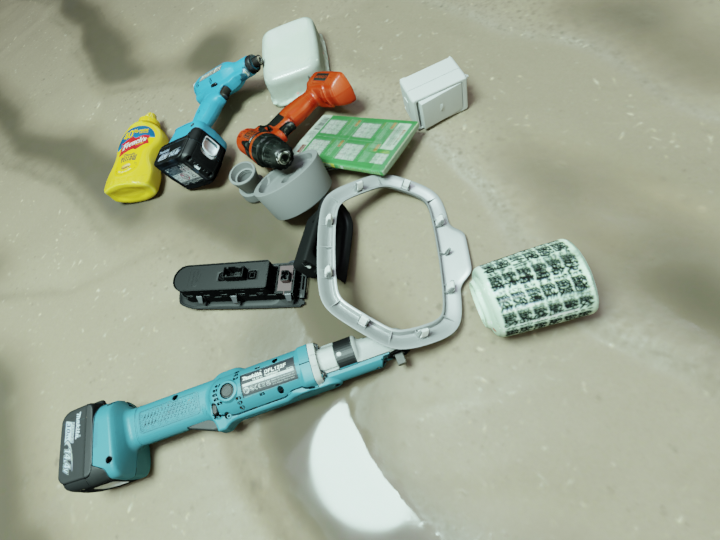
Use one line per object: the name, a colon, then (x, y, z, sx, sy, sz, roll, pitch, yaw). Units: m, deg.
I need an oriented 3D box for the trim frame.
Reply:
trim frame: (0.039, -0.026, 0.516, 0.183, 0.027, 0.256, 3, 56, -5)

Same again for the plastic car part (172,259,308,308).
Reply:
plastic car part: (-0.177, 0.018, 0.586, 0.209, 0.064, 0.067, -5, 70, 20)

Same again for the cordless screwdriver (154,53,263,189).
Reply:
cordless screwdriver: (-0.253, -0.268, 0.734, 0.165, 0.070, 0.253, -11, 57, 33)

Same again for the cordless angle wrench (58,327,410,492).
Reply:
cordless angle wrench: (-0.147, 0.150, 0.501, 0.426, 0.071, 0.102, -21, 59, 6)

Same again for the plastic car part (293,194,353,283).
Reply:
plastic car part: (-0.055, -0.036, 0.566, 0.073, 0.063, 0.119, -31, 39, 41)
